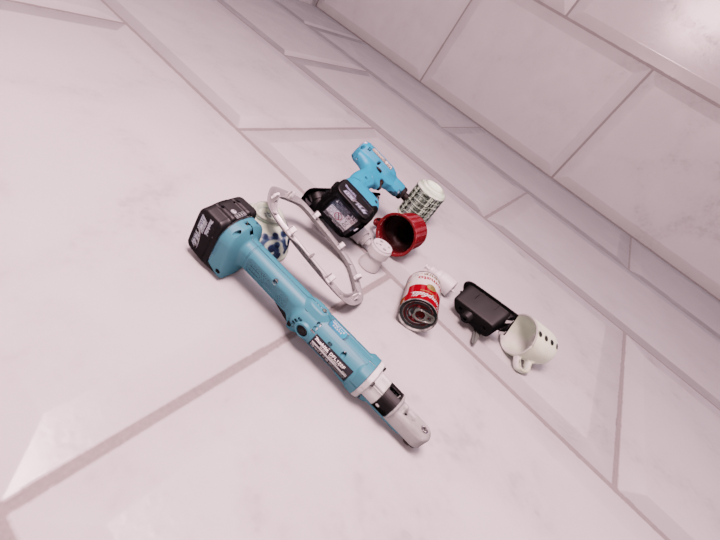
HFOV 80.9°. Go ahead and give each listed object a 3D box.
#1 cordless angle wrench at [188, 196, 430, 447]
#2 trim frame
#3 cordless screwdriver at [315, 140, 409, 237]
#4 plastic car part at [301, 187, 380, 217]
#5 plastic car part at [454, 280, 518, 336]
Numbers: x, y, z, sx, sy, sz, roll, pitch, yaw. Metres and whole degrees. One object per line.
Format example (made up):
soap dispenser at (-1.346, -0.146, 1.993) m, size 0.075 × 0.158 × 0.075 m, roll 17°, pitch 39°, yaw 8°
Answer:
cordless angle wrench at (-0.068, 0.070, 0.581) m, size 0.432 × 0.098 × 0.072 m, roll 44°, pitch 37°, yaw 11°
trim frame at (-0.070, -0.046, 0.718) m, size 0.245 × 0.028 × 0.184 m, roll 52°, pitch 19°, yaw -8°
cordless screwdriver at (0.018, -0.156, 0.867) m, size 0.156 × 0.076 × 0.249 m, roll 43°, pitch 41°, yaw -12°
plastic car part at (-0.041, -0.137, 0.908) m, size 0.193 × 0.068 × 0.068 m, roll 3°, pitch 70°, yaw -40°
plastic car part at (0.228, 0.082, 0.821) m, size 0.069 × 0.064 × 0.122 m, roll -31°, pitch 57°, yaw -33°
